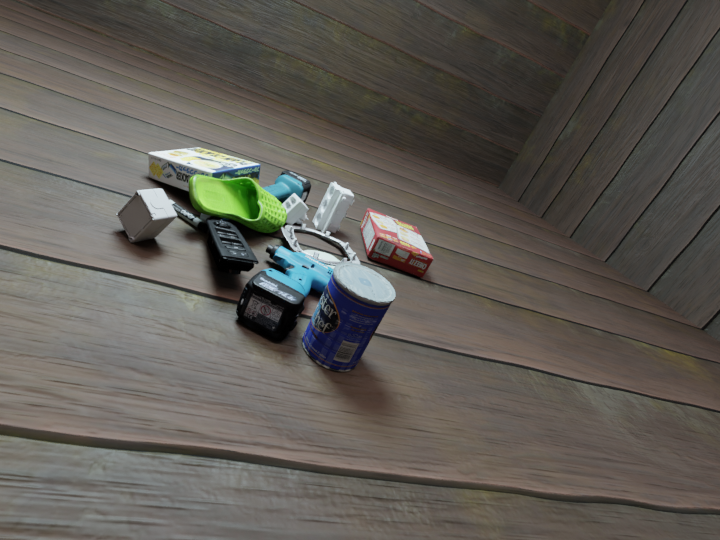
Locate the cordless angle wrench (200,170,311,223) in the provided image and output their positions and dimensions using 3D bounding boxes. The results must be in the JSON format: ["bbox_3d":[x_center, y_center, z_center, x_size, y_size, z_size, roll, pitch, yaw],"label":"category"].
[{"bbox_3d":[-0.258,-0.178,1.065,0.100,0.074,0.416,28,27,9],"label":"cordless angle wrench"}]

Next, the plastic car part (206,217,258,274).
[{"bbox_3d":[-0.249,-0.043,0.790,0.064,0.066,0.214,2,28,-29],"label":"plastic car part"}]

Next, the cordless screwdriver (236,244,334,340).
[{"bbox_3d":[-0.142,0.019,0.761,0.162,0.074,0.246,27,20,7],"label":"cordless screwdriver"}]

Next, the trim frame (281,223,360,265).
[{"bbox_3d":[-0.096,-0.063,0.981,0.179,0.027,0.258,13,19,-17],"label":"trim frame"}]
